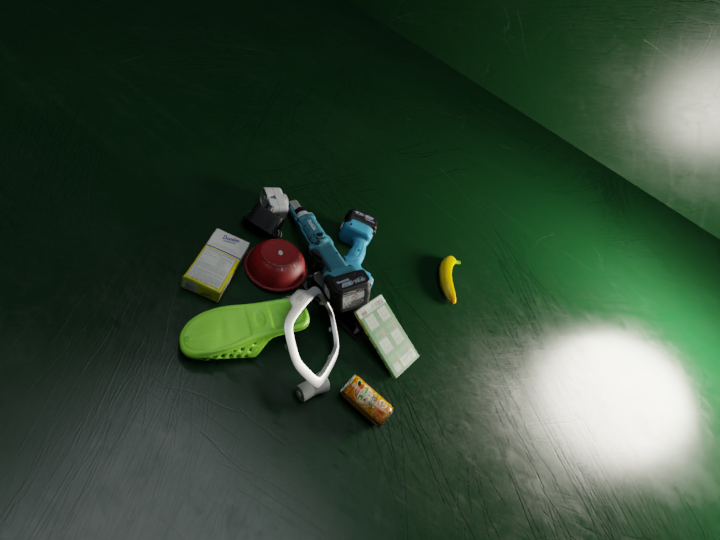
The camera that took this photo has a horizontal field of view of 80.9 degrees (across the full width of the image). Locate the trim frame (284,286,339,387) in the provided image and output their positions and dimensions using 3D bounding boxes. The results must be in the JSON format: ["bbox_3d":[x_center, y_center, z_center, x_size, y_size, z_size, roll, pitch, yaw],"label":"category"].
[{"bbox_3d":[-0.099,0.129,0.884,0.181,0.028,0.246,68,21,-12],"label":"trim frame"}]

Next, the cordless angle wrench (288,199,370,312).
[{"bbox_3d":[-0.106,-0.070,1.088,0.096,0.072,0.446,-17,43,-18],"label":"cordless angle wrench"}]

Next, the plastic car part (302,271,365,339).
[{"bbox_3d":[-0.060,0.075,1.041,0.209,0.066,0.065,39,51,15],"label":"plastic car part"}]

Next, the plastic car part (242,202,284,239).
[{"bbox_3d":[-0.250,-0.139,1.122,0.118,0.071,0.065,35,-1,6],"label":"plastic car part"}]

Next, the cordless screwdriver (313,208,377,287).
[{"bbox_3d":[-0.037,-0.064,1.169,0.156,0.074,0.254,18,49,-10],"label":"cordless screwdriver"}]
